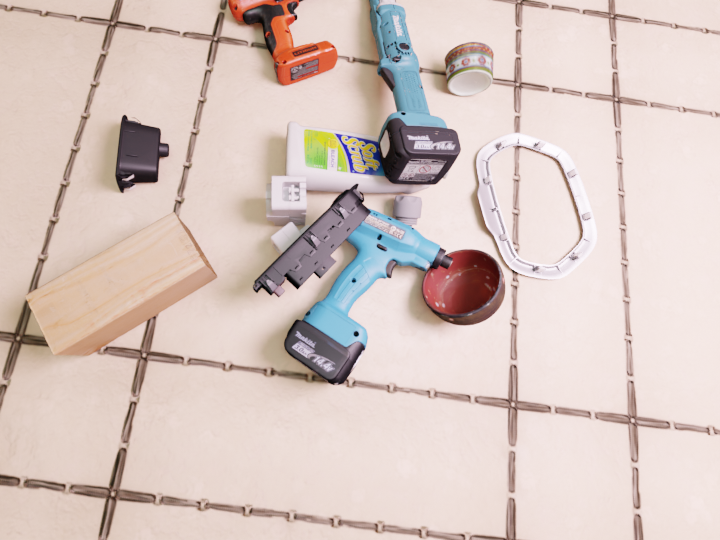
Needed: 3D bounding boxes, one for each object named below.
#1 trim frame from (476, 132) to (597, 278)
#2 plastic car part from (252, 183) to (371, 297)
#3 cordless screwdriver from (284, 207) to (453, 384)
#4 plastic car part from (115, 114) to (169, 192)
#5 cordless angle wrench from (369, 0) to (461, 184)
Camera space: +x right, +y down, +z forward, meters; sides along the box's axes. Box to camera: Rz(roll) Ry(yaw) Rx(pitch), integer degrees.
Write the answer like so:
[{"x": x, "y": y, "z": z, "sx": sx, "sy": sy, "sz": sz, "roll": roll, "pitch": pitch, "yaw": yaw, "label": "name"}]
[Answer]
[{"x": 0.277, "y": -0.108, "z": 0.674, "sx": 0.183, "sy": 0.027, "sz": 0.252, "roll": -10, "pitch": 79, "yaw": -5, "label": "trim frame"}, {"x": -0.055, "y": -0.036, "z": 0.563, "sx": 0.068, "sy": 0.065, "sz": 0.202, "roll": 38, "pitch": 76, "yaw": 6, "label": "plastic car part"}, {"x": 0.012, "y": 0.040, "z": 0.588, "sx": 0.163, "sy": 0.072, "sz": 0.249, "roll": 25, "pitch": 73, "yaw": 13, "label": "cordless screwdriver"}, {"x": -0.330, "y": -0.180, "z": 0.644, "sx": 0.069, "sy": 0.067, "sz": 0.118, "roll": 6, "pitch": 73, "yaw": -20, "label": "plastic car part"}, {"x": 0.058, "y": -0.331, "z": 0.669, "sx": 0.096, "sy": 0.074, "sz": 0.435, "roll": -1, "pitch": 64, "yaw": -13, "label": "cordless angle wrench"}]
